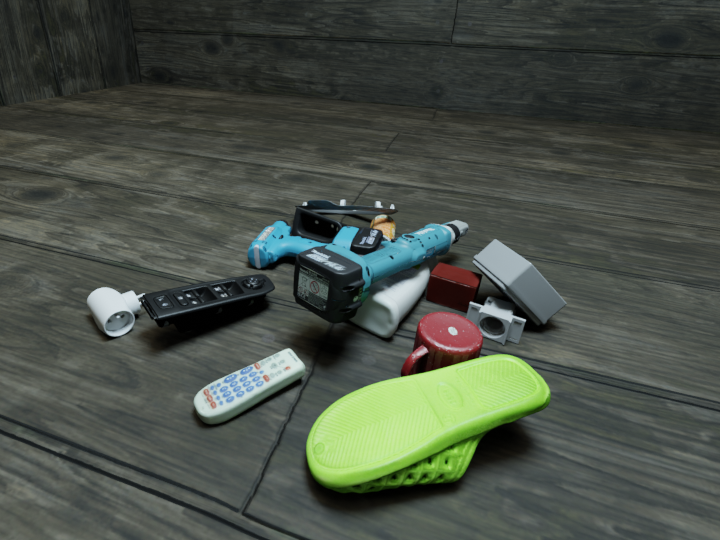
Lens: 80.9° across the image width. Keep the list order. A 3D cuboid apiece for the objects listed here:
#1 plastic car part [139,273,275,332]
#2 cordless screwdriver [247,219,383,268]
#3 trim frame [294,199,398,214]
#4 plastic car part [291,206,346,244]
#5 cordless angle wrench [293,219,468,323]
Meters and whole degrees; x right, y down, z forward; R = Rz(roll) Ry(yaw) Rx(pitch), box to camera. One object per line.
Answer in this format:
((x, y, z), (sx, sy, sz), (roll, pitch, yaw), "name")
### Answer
((-0.220, 0.052, 0.644), (0.196, 0.065, 0.070), (-18, 29, -38), "plastic car part")
((-0.081, -0.053, 0.830), (0.254, 0.072, 0.160), (5, 30, 12), "cordless screwdriver")
((-0.032, -0.140, 0.940), (0.262, 0.027, 0.175), (10, 9, 42), "trim frame")
((-0.082, -0.095, 0.920), (0.121, 0.065, 0.069), (18, 18, 20), "plastic car part")
((0.072, -0.031, 0.686), (0.103, 0.073, 0.408), (24, 30, 34), "cordless angle wrench")
